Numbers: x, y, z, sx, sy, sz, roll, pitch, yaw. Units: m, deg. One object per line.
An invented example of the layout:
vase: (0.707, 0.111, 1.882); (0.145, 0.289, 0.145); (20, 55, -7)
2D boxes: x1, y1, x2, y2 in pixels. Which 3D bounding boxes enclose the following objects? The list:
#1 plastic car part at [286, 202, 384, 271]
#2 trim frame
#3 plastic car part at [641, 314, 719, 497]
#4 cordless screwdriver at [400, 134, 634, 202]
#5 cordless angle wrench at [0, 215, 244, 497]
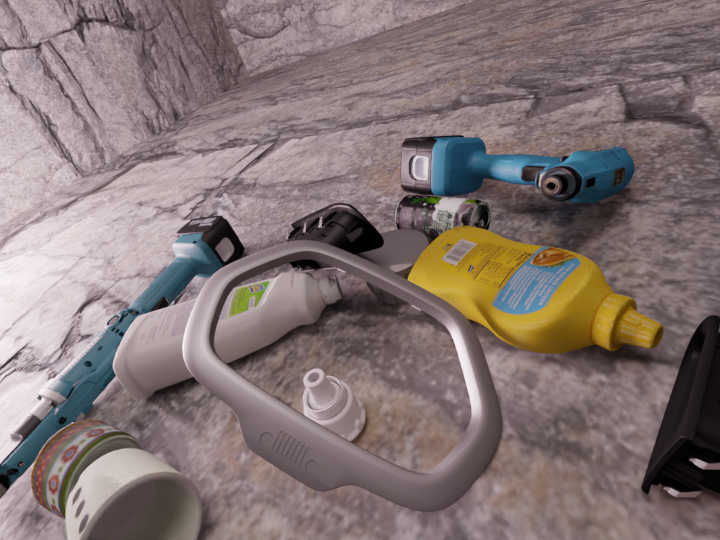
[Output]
plastic car part: (-0.047, -0.031, 0.477); (0.066, 0.065, 0.209); (-38, 12, -24)
trim frame: (-0.014, 0.063, 0.325); (0.253, 0.027, 0.184); (26, 50, 9)
plastic car part: (0.217, 0.081, 0.233); (0.075, 0.063, 0.115); (28, 54, 34)
cordless screwdriver: (0.151, -0.116, 0.491); (0.153, 0.073, 0.263); (-18, 25, -40)
cordless angle wrench: (-0.306, 0.082, 0.557); (0.102, 0.071, 0.424); (-3, 41, 31)
